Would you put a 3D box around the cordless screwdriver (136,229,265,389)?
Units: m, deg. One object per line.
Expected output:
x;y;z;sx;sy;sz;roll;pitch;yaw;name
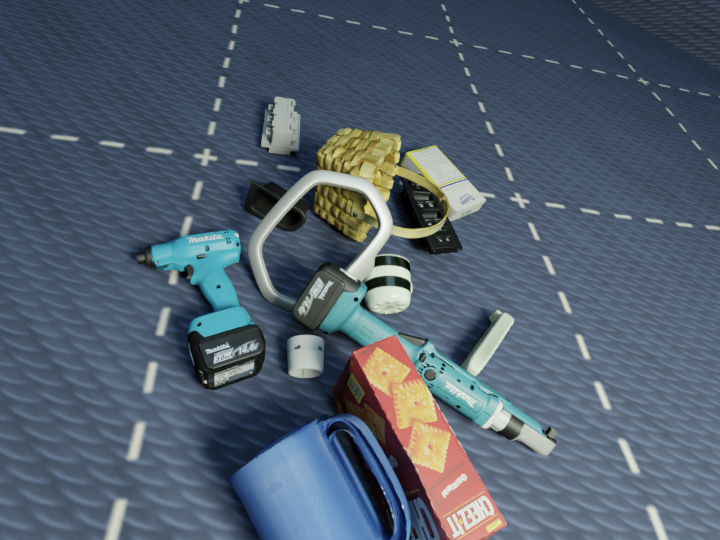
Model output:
-0.237;0.046;0.624;0.155;0.073;0.260;-11;54;-21;cordless screwdriver

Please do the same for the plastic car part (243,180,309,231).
-0.146;-0.124;0.784;0.117;0.065;0.071;27;38;1;plastic car part

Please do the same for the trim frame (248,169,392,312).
-0.065;-0.043;0.668;0.184;0.027;0.249;42;94;0;trim frame

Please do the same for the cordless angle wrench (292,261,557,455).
0.097;0.140;0.619;0.425;0.074;0.098;34;96;2;cordless angle wrench

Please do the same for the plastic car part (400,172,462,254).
0.126;-0.109;0.826;0.065;0.066;0.210;-8;60;-13;plastic car part
